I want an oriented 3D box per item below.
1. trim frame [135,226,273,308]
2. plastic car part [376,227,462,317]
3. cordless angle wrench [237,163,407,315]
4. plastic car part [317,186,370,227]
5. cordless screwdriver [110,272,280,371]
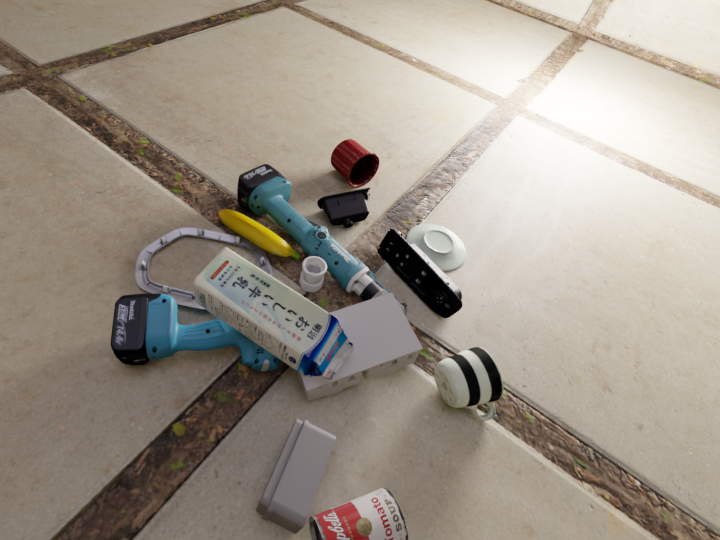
[{"bbox_3d":[-0.281,-0.007,0.771,0.248,0.027,0.188,13,49,-2],"label":"trim frame"},{"bbox_3d":[0.121,0.006,0.818,0.064,0.066,0.213,1,42,-47],"label":"plastic car part"},{"bbox_3d":[-0.080,-0.053,0.822,0.096,0.073,0.440,-33,65,-34],"label":"cordless angle wrench"},{"bbox_3d":[-0.029,-0.127,0.905,0.114,0.065,0.073,-16,70,-20],"label":"plastic car part"},{"bbox_3d":[-0.248,0.073,0.666,0.244,0.074,0.164,3,60,-12],"label":"cordless screwdriver"}]
